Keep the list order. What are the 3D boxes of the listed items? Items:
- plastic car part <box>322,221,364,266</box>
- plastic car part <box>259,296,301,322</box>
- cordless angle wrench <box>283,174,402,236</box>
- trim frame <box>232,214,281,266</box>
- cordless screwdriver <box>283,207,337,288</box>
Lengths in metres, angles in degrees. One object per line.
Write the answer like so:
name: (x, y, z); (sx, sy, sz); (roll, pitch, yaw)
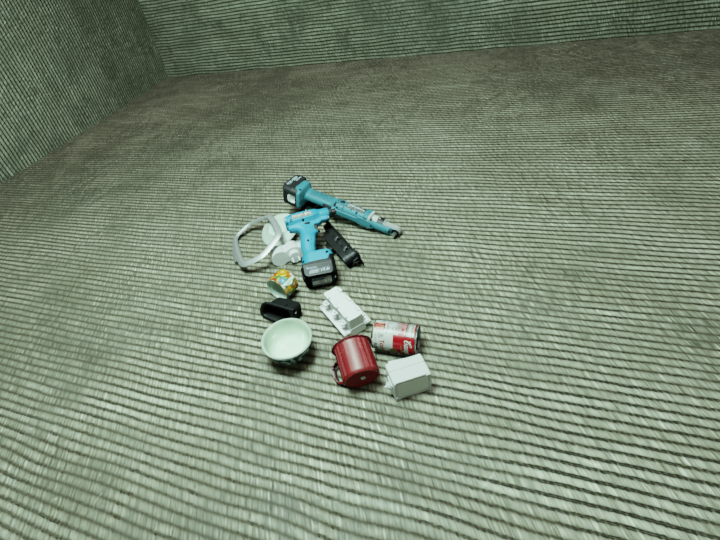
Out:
plastic car part: (-0.063, -0.074, 1.265); (0.066, 0.063, 0.215); (-35, 45, -12)
plastic car part: (-0.201, 0.101, 1.113); (0.122, 0.064, 0.069); (15, 32, 32)
cordless angle wrench: (-0.061, -0.201, 1.374); (0.441, 0.072, 0.097); (24, 48, 23)
trim frame: (-0.336, -0.097, 1.346); (0.184, 0.026, 0.262); (-36, 39, -1)
cordless screwdriver: (-0.119, -0.078, 1.222); (0.158, 0.072, 0.259); (-17, 57, -6)
